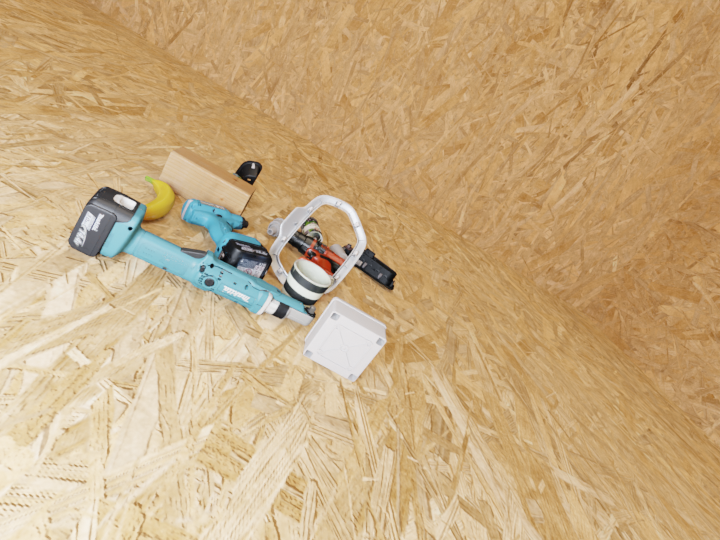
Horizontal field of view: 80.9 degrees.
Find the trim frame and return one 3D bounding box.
[{"bbox_3d":[-0.092,-0.060,0.945,0.184,0.247,0.028,40,-19,-1],"label":"trim frame"}]

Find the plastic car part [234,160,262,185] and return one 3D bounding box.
[{"bbox_3d":[-0.330,-0.255,1.211,0.063,0.118,0.073,23,46,-29],"label":"plastic car part"}]

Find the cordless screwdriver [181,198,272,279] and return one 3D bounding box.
[{"bbox_3d":[-0.263,-0.064,0.886,0.151,0.074,0.263,12,24,-46],"label":"cordless screwdriver"}]

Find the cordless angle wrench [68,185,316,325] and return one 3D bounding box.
[{"bbox_3d":[-0.256,0.004,0.719,0.406,0.098,0.077,29,19,-23],"label":"cordless angle wrench"}]

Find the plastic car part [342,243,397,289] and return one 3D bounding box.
[{"bbox_3d":[0.029,-0.020,1.257,0.208,0.067,0.064,40,13,13],"label":"plastic car part"}]
